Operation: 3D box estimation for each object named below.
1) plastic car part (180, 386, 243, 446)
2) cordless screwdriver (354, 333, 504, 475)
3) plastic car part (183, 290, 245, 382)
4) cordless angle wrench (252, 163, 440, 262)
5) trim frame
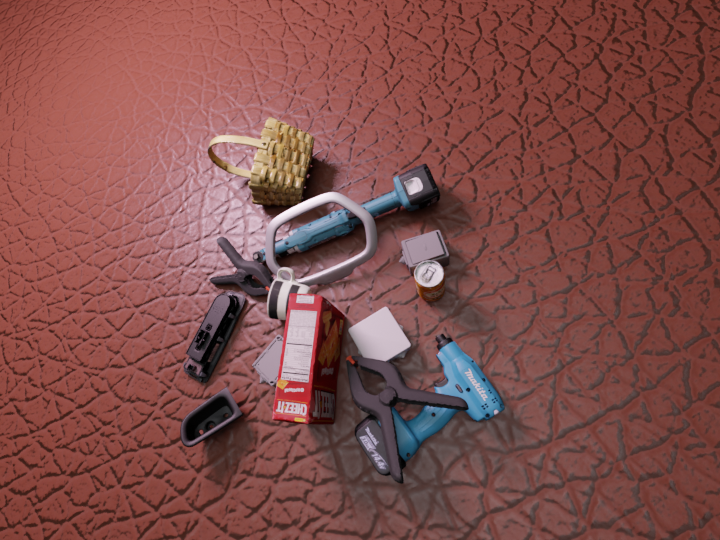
[{"bbox_3d":[-0.293,0.297,0.830,0.115,0.069,0.069,-33,65,-17],"label":"plastic car part"},{"bbox_3d":[0.103,0.235,0.748,0.248,0.071,0.166,-31,63,-3],"label":"cordless screwdriver"},{"bbox_3d":[-0.322,0.131,0.912,0.069,0.064,0.203,18,72,26],"label":"plastic car part"},{"bbox_3d":[-0.044,-0.104,0.916,0.428,0.096,0.075,-22,84,11],"label":"cordless angle wrench"},{"bbox_3d":[-0.086,-0.056,0.880,0.252,0.027,0.181,-24,100,14],"label":"trim frame"}]
